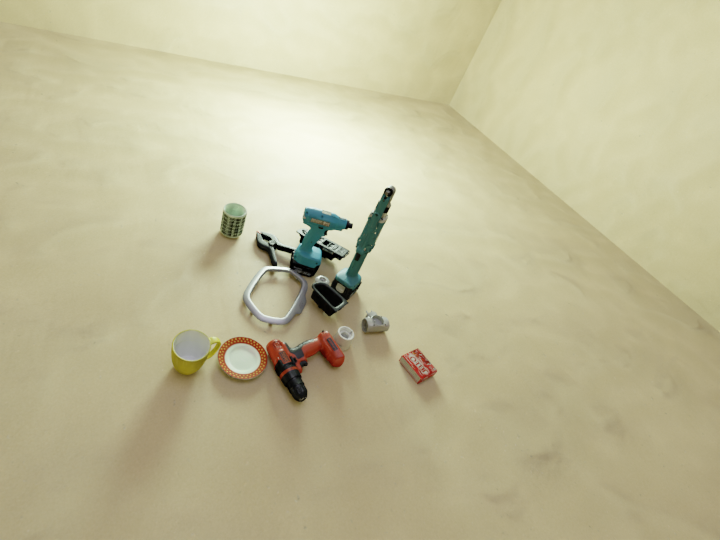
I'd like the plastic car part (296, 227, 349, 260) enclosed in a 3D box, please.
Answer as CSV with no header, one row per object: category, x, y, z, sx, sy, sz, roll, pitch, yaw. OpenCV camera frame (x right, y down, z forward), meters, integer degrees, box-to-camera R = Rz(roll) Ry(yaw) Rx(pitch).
plastic car part,-0.142,-0.089,1.519,0.208,0.066,0.065,32,38,13

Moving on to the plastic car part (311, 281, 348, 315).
plastic car part,-0.107,0.095,1.311,0.121,0.070,0.064,39,40,21

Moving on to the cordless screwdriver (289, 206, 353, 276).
cordless screwdriver,-0.134,-0.088,1.375,0.156,0.246,0.076,16,38,-11

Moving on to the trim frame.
trim frame,-0.256,0.072,1.304,0.185,0.027,0.250,22,38,1

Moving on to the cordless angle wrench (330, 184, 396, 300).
cordless angle wrench,0.016,-0.083,1.299,0.076,0.419,0.096,35,38,12
